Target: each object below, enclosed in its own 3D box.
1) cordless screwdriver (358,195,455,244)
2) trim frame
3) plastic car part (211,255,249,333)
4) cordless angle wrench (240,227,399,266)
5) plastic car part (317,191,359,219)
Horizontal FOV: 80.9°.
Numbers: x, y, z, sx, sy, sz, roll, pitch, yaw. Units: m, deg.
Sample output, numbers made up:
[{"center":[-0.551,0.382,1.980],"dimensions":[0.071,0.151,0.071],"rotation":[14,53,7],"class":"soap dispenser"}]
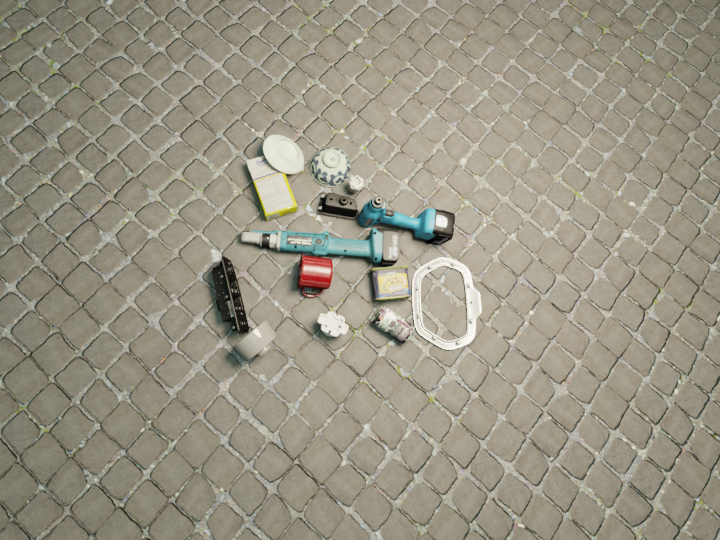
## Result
[{"center":[0.127,-0.140,1.125],"dimensions":[0.247,0.159,0.075],"rotation":[11,76,-5],"class":"cordless screwdriver"},{"center":[0.232,0.086,1.141],"dimensions":[0.183,0.027,0.252],"rotation":[2,73,-5],"class":"trim frame"},{"center":[-0.341,0.065,1.094],"dimensions":[0.068,0.064,0.206],"rotation":[-17,78,16],"class":"plastic car part"},{"center":[-0.111,-0.073,1.139],"dimensions":[0.423,0.073,0.099],"rotation":[4,76,-1],"class":"cordless angle wrench"},{"center":[-0.056,-0.184,1.169],"dimensions":[0.117,0.070,0.066],"rotation":[12,77,1],"class":"plastic car part"}]
